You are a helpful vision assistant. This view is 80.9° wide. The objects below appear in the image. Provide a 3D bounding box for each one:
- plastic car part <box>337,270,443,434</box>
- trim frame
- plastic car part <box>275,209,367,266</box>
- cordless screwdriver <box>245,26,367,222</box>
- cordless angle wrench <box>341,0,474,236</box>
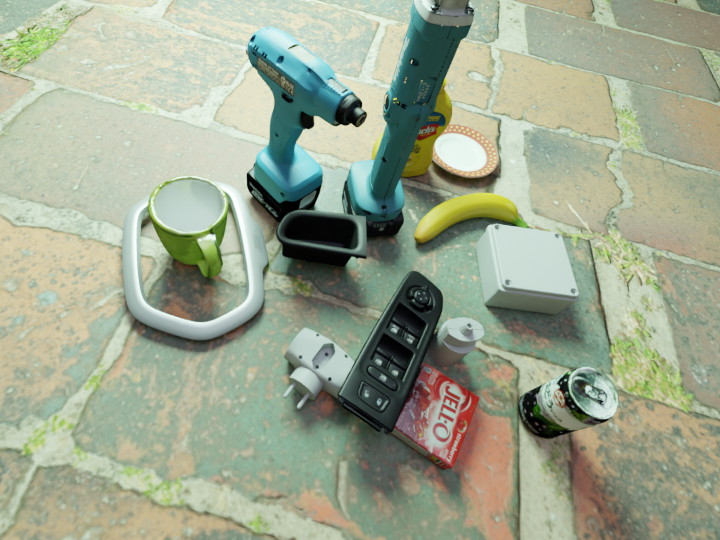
[{"bbox_3d":[0.041,0.089,0.500,0.067,0.066,0.203,28,57,7],"label":"plastic car part"},{"bbox_3d":[-0.216,-0.025,0.560,0.180,0.027,0.258,-11,59,-15],"label":"trim frame"},{"bbox_3d":[-0.055,-0.036,0.565,0.115,0.070,0.068,5,57,-6],"label":"plastic car part"},{"bbox_3d":[-0.076,-0.155,0.535,0.073,0.245,0.164,-37,72,-29],"label":"cordless screwdriver"},{"bbox_3d":[0.054,-0.188,0.473,0.073,0.416,0.101,-2,60,-15],"label":"cordless angle wrench"}]
